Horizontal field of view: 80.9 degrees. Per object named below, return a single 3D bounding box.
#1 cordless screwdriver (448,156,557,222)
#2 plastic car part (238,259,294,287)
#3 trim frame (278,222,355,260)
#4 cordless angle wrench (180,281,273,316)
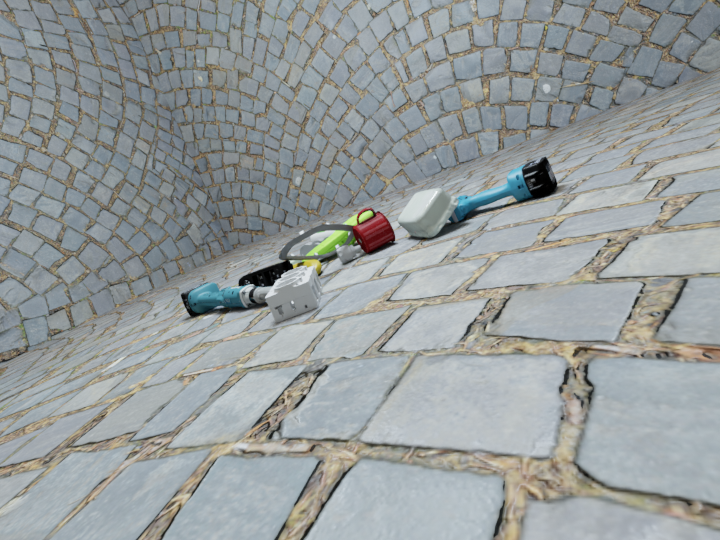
[{"bbox_3d":[0.337,-0.194,1.037,0.257,0.073,0.156,-19,11,33],"label":"cordless screwdriver"},{"bbox_3d":[-0.255,0.024,1.168,0.209,0.066,0.065,-16,1,27],"label":"plastic car part"},{"bbox_3d":[-0.111,-0.073,1.137,0.187,0.028,0.237,-40,-19,34],"label":"trim frame"},{"bbox_3d":[-0.347,0.070,1.122,0.442,0.073,0.095,-6,19,46],"label":"cordless angle wrench"}]
